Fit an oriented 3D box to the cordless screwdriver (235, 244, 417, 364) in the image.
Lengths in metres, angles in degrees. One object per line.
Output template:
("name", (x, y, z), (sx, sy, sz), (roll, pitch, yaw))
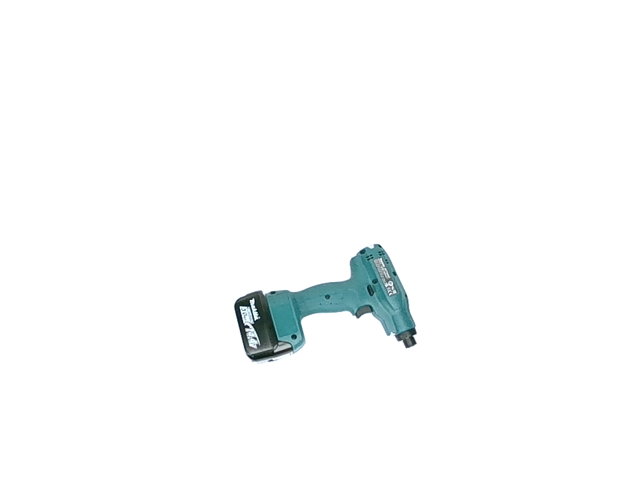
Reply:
("cordless screwdriver", (0.012, 0.116, 0.616), (0.248, 0.159, 0.074), (-19, -18, -11))
